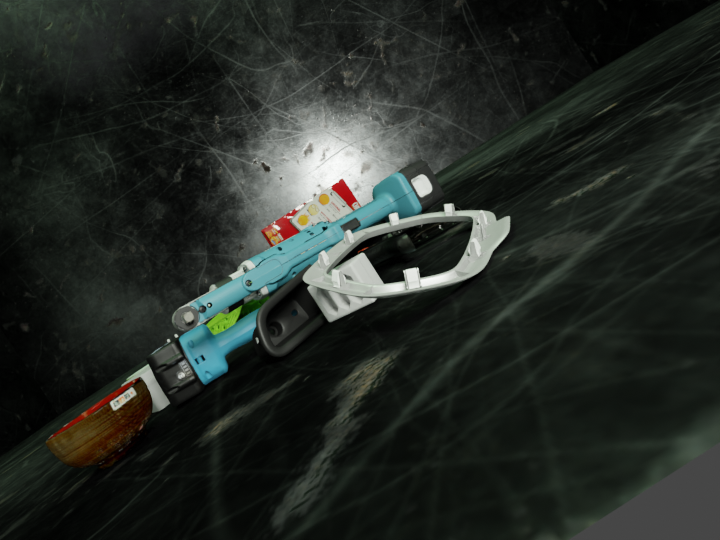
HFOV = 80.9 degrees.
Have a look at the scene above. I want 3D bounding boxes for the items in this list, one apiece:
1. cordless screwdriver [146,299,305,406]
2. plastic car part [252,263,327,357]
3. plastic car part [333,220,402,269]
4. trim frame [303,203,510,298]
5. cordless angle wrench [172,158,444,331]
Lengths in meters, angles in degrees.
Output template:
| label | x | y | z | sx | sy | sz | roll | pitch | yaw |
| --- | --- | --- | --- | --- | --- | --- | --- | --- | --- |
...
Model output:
| label | x | y | z | sx | sy | sz | roll | pitch | yaw |
| --- | --- | --- | --- | --- | --- | --- | --- | --- | --- |
| cordless screwdriver | -0.170 | 0.085 | 0.612 | 0.246 | 0.074 | 0.162 | -30 | 5 | -11 |
| plastic car part | -0.087 | 0.058 | 0.495 | 0.114 | 0.066 | 0.072 | -41 | -2 | -39 |
| plastic car part | -0.019 | -0.027 | 0.737 | 0.203 | 0.065 | 0.068 | -32 | 14 | 3 |
| trim frame | 0.048 | -0.028 | 0.417 | 0.191 | 0.027 | 0.245 | -4 | 18 | 24 |
| cordless angle wrench | -0.056 | -0.037 | 0.571 | 0.414 | 0.074 | 0.100 | -33 | 5 | -30 |
